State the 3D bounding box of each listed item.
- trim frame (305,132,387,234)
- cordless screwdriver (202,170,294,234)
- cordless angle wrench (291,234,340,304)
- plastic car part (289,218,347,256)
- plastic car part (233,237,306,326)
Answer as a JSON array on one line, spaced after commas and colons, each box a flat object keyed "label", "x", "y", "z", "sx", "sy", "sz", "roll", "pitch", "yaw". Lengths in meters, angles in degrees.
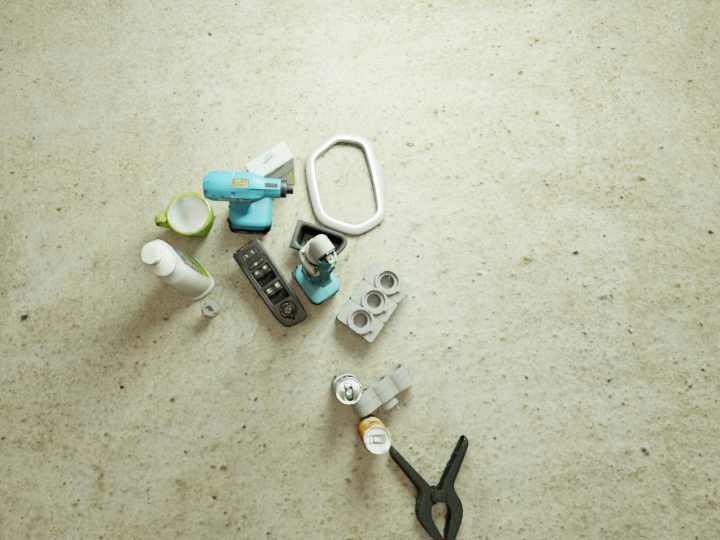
[{"label": "trim frame", "x": -0.030, "y": -0.204, "z": 0.982, "sx": 0.183, "sy": 0.027, "sz": 0.252, "roll": -12, "pitch": 79, "yaw": -4}, {"label": "cordless screwdriver", "x": -0.210, "y": -0.134, "z": 0.852, "sx": 0.158, "sy": 0.247, "sz": 0.075, "roll": 3, "pitch": 81, "yaw": -5}, {"label": "cordless angle wrench", "x": -0.075, "y": -0.004, "z": 0.741, "sx": 0.074, "sy": 0.421, "sz": 0.099, "roll": -35, "pitch": 87, "yaw": -10}, {"label": "plastic car part", "x": -0.091, "y": -0.059, "z": 0.929, "sx": 0.117, "sy": 0.070, "sz": 0.066, "roll": 17, "pitch": 79, "yaw": 0}, {"label": "plastic car part", "x": -0.192, "y": 0.033, "z": 0.910, "sx": 0.066, "sy": 0.066, "sz": 0.206, "roll": -35, "pitch": 82, "yaw": -9}]
